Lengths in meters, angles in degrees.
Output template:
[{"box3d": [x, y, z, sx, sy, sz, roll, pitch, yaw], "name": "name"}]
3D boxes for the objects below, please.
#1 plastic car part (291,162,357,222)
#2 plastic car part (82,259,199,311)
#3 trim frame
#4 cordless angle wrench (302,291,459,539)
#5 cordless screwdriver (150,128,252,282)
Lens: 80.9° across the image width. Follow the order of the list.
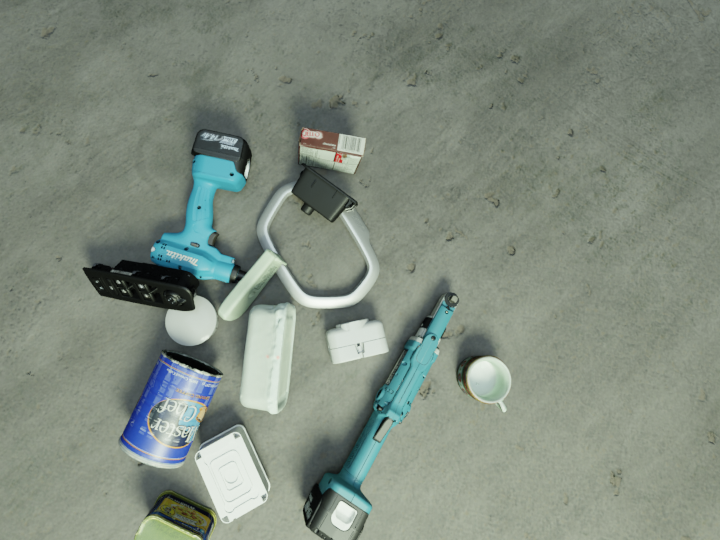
[{"box3d": [-0.070, -0.124, 0.731, 0.118, 0.065, 0.071, 34, 93, 5], "name": "plastic car part"}, {"box3d": [-0.341, 0.021, 0.680, 0.210, 0.064, 0.067, 11, 37, 21], "name": "plastic car part"}, {"box3d": [-0.074, -0.048, 0.752, 0.183, 0.027, 0.252, -32, 81, -8], "name": "trim frame"}, {"box3d": [0.052, 0.215, 0.683, 0.074, 0.098, 0.423, 32, 74, -2], "name": "cordless angle wrench"}, {"box3d": [-0.244, -0.106, 0.729, 0.159, 0.074, 0.250, 16, 82, -2], "name": "cordless screwdriver"}]
